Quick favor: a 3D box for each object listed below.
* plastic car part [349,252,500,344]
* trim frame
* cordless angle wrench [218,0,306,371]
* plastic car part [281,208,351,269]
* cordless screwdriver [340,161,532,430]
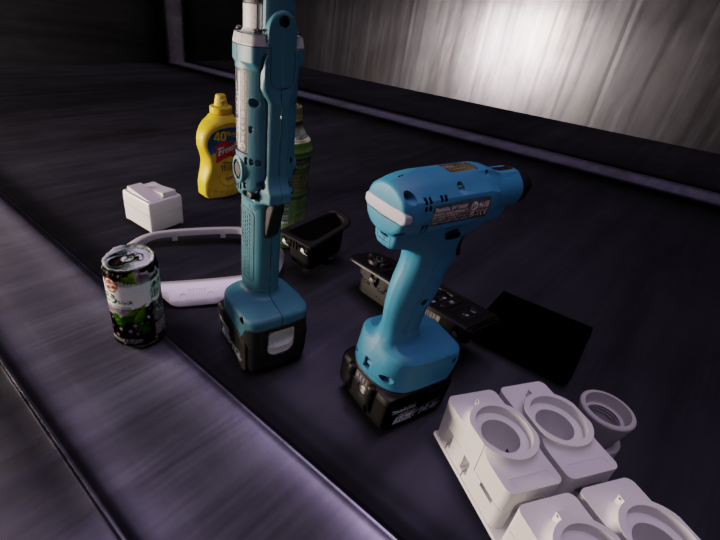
[{"bbox_3d":[0.066,0.034,0.537,0.064,0.065,0.215,-18,39,-36],"label":"plastic car part"},{"bbox_3d":[-0.232,-0.014,0.604,0.243,0.027,0.193,-4,33,-16],"label":"trim frame"},{"bbox_3d":[-0.087,-0.093,0.387,0.072,0.413,0.104,-12,36,-32],"label":"cordless angle wrench"},{"bbox_3d":[-0.062,-0.041,0.634,0.069,0.069,0.113,27,37,29],"label":"plastic car part"},{"bbox_3d":[0.068,0.021,0.389,0.154,0.243,0.079,-12,36,-31],"label":"cordless screwdriver"}]
